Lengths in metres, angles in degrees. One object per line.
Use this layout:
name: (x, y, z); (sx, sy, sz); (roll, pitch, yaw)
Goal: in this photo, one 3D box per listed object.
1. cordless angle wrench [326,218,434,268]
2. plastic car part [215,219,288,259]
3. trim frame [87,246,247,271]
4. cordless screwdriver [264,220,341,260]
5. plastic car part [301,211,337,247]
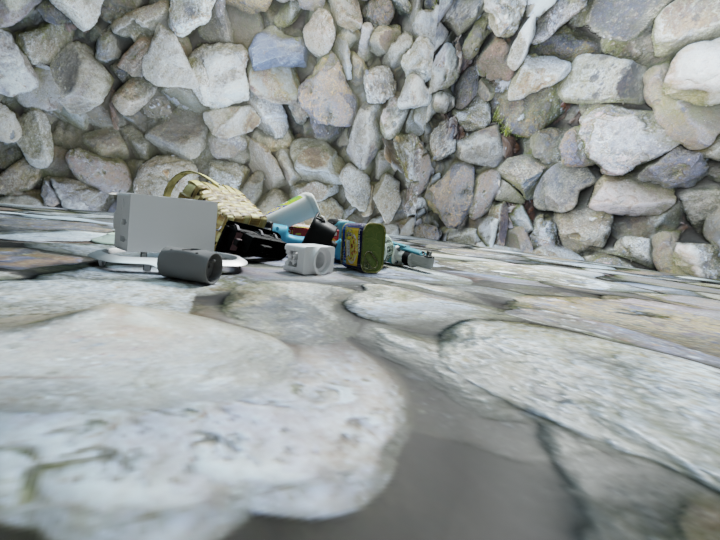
cordless angle wrench: (0.038, -0.064, 1.132); (0.071, 0.097, 0.446); (2, 12, -35)
plastic car part: (-0.207, -0.054, 0.871); (0.069, 0.066, 0.196); (18, 4, 18)
trim frame: (-0.309, -0.018, 0.696); (0.237, 0.027, 0.193); (3, 6, -32)
cordless screwdriver: (-0.143, -0.068, 1.044); (0.249, 0.074, 0.160); (9, 2, -2)
plastic car part: (-0.087, -0.057, 0.889); (0.071, 0.116, 0.066); (29, 5, -3)
